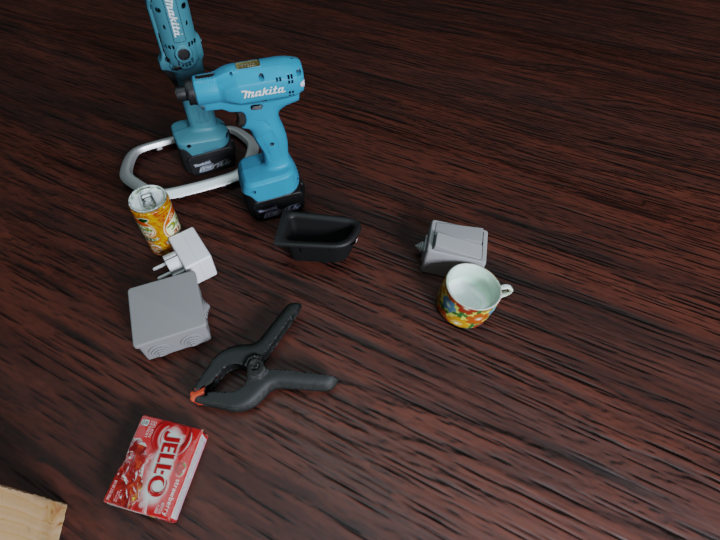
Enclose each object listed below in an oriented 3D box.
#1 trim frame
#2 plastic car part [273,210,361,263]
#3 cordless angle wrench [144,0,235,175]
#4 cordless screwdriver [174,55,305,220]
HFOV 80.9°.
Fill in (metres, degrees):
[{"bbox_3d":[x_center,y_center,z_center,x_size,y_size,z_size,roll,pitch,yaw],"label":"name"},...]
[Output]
[{"bbox_3d":[-0.303,-0.200,0.761,0.244,0.027,0.193,-21,56,-15],"label":"trim frame"},{"bbox_3d":[-0.060,-0.039,0.612,0.118,0.069,0.067,7,54,4],"label":"plastic car part"},{"bbox_3d":[-0.264,-0.324,0.614,0.096,0.411,0.078,-19,58,-17],"label":"cordless angle wrench"},{"bbox_3d":[-0.158,-0.179,0.610,0.157,0.242,0.078,-12,56,-12],"label":"cordless screwdriver"}]
